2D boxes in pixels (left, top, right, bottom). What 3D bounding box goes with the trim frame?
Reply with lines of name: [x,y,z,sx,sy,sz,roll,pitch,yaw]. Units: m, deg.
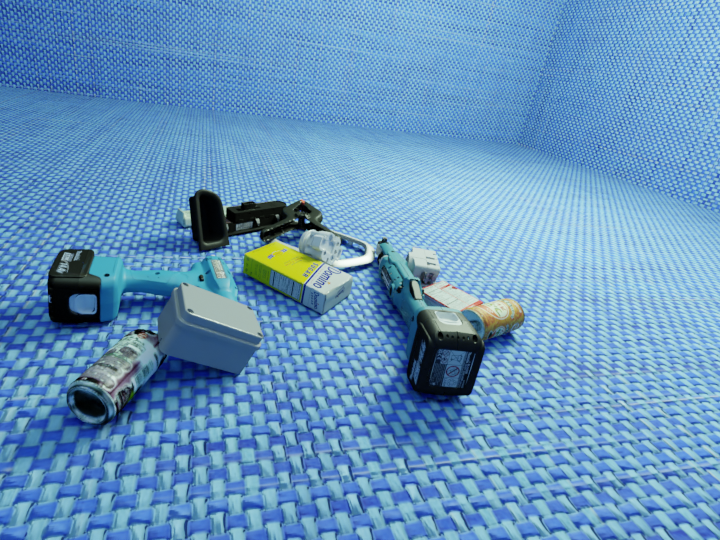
trim frame: [-0.088,-0.058,0.905,0.258,0.027,0.181,17,28,19]

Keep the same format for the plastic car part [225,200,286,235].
plastic car part: [-0.241,-0.125,0.958,0.195,0.066,0.070,-13,26,-43]

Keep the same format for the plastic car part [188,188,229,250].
plastic car part: [-0.312,-0.102,0.842,0.074,0.115,0.063,0,11,45]

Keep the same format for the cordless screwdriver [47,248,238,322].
cordless screwdriver: [-0.300,0.032,0.605,0.239,0.073,0.168,0,27,-28]

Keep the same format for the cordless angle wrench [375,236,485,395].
cordless angle wrench: [0.077,0.036,0.709,0.073,0.096,0.436,5,22,-11]
